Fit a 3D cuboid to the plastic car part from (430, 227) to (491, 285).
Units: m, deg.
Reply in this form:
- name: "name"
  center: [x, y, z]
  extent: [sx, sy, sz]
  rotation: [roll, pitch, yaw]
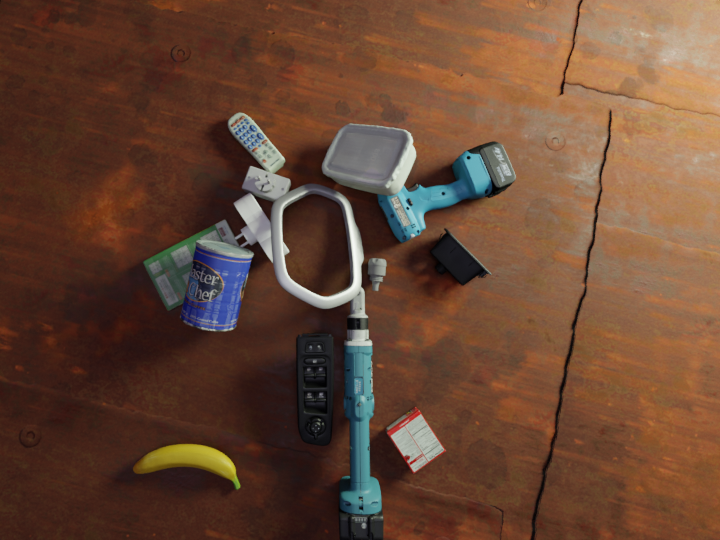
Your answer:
- name: "plastic car part"
  center: [0.180, -0.017, 0.810]
  extent: [0.118, 0.065, 0.071]
  rotation: [44, 99, 6]

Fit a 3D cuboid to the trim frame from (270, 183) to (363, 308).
- name: "trim frame"
  center: [-0.077, -0.051, 0.791]
  extent: [0.179, 0.028, 0.255]
  rotation: [-1, 68, -19]

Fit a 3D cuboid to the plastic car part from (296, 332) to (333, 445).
- name: "plastic car part"
  center: [-0.085, 0.213, 0.772]
  extent: [0.065, 0.068, 0.203]
  rotation: [-1, 88, -11]

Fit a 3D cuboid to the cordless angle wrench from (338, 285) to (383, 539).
- name: "cordless angle wrench"
  center: [-0.003, 0.240, 0.763]
  extent: [0.074, 0.097, 0.427]
  rotation: [-1, 81, -1]

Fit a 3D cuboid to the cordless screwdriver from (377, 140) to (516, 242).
- name: "cordless screwdriver"
  center: [0.152, -0.174, 0.817]
  extent: [0.249, 0.073, 0.161]
  rotation: [-26, 84, 0]
